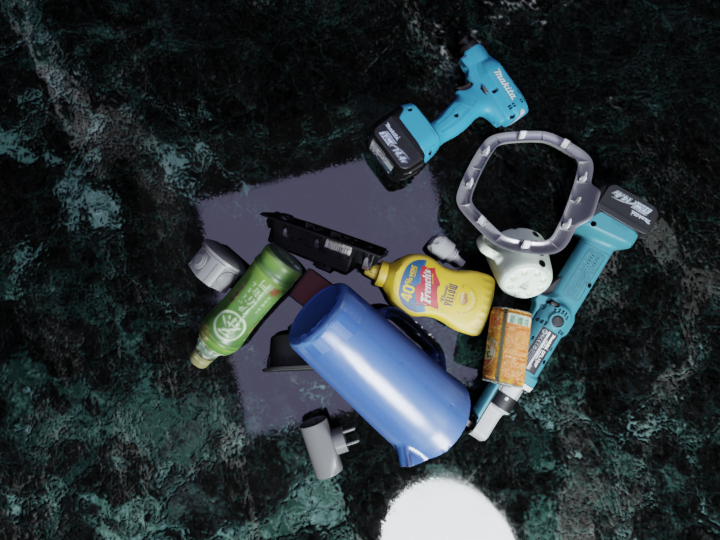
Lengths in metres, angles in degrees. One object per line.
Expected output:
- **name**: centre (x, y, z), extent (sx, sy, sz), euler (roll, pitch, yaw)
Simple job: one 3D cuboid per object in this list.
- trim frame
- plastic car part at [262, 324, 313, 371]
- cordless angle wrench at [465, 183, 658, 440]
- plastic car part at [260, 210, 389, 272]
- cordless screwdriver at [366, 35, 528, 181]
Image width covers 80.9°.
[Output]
- **trim frame**: centre (0.253, -0.129, 0.634), extent (0.190, 0.027, 0.248), euler (25, 63, 17)
- **plastic car part**: centre (-0.094, 0.120, 0.653), extent (0.117, 0.064, 0.072), euler (-1, 71, 4)
- **cordless angle wrench**: centre (0.283, 0.071, 0.637), extent (0.099, 0.074, 0.423), euler (32, 89, 3)
- **plastic car part**: centre (-0.064, -0.042, 0.651), extent (0.210, 0.065, 0.066), euler (24, 112, 17)
- **cordless screwdriver**: centre (0.124, -0.259, 0.673), extent (0.247, 0.074, 0.161), euler (-30, 85, -5)
